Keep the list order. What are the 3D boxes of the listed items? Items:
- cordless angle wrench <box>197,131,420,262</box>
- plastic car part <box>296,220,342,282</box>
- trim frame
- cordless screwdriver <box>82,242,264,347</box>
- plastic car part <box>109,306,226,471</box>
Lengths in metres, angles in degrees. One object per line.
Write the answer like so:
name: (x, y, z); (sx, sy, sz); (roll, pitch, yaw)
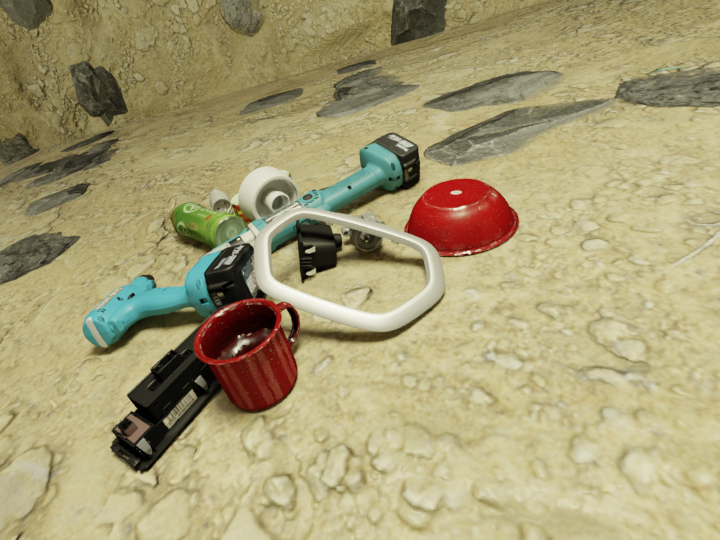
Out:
cordless angle wrench: (-0.085, -0.108, 0.731); (0.418, 0.071, 0.103); (-32, 48, -15)
plastic car part: (-0.063, -0.041, 0.643); (0.070, 0.064, 0.120); (-2, 29, -5)
trim frame: (-0.019, -0.012, 0.535); (0.256, 0.026, 0.185); (14, 50, 15)
cordless screwdriver: (-0.262, 0.025, 0.622); (0.253, 0.072, 0.162); (-15, 25, 11)
plastic car part: (-0.194, 0.111, 0.477); (0.069, 0.065, 0.200); (0, 34, 37)
